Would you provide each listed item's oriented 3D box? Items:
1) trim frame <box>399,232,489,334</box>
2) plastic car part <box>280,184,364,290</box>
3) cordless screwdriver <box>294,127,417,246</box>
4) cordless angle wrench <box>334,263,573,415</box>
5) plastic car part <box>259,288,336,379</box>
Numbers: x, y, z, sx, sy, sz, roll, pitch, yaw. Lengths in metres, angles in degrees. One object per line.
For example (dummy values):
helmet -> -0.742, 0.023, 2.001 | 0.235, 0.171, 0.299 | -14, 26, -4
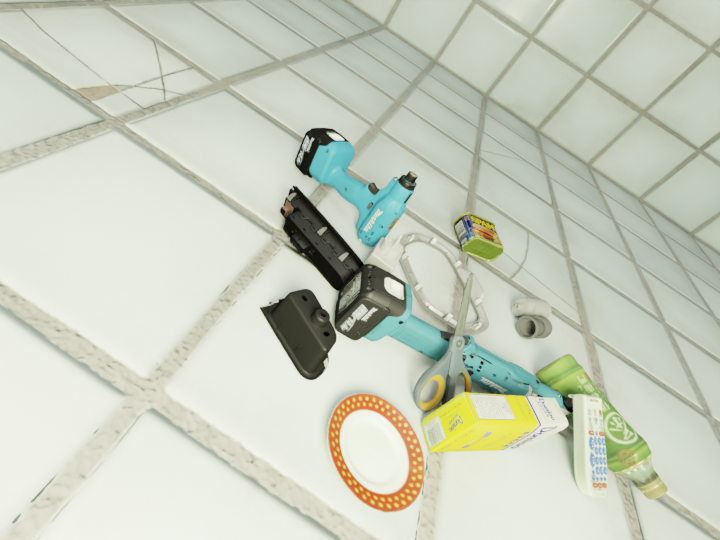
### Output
trim frame -> 0.158, 0.015, 0.811 | 0.176, 0.027, 0.260 | 11, 41, -29
plastic car part -> -0.066, -0.043, 0.678 | 0.209, 0.066, 0.065 | 45, 47, 14
cordless screwdriver -> -0.010, -0.182, 0.794 | 0.071, 0.159, 0.259 | -13, 56, -46
cordless angle wrench -> 0.158, 0.131, 0.639 | 0.412, 0.098, 0.076 | 29, 37, -14
plastic car part -> -0.067, 0.070, 0.543 | 0.063, 0.071, 0.122 | -11, 53, -43
